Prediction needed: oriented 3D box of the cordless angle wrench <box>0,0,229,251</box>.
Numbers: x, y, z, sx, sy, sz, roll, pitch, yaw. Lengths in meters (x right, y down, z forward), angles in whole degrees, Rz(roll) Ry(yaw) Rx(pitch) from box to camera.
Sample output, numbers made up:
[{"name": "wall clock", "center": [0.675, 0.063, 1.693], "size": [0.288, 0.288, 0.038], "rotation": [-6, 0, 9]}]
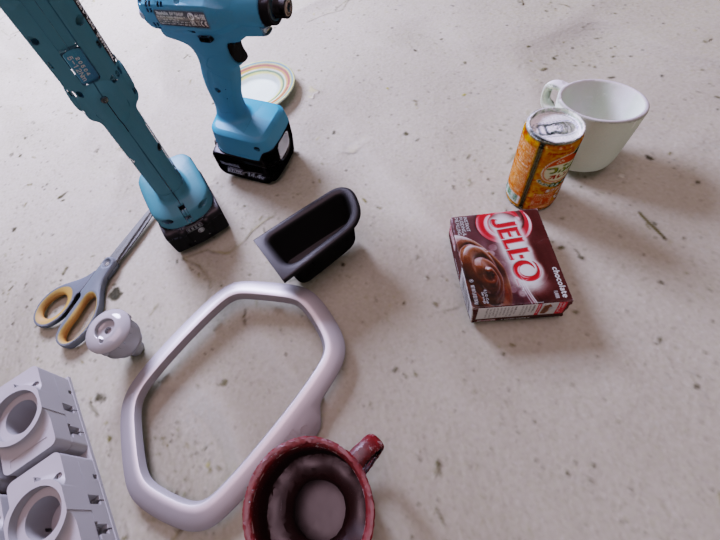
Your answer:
[{"name": "cordless angle wrench", "center": [-0.237, -0.168, 0.385], "size": [0.074, 0.406, 0.103], "rotation": [-29, 60, -11]}]

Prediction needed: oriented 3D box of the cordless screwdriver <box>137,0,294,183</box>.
[{"name": "cordless screwdriver", "center": [-0.130, -0.207, 0.488], "size": [0.164, 0.239, 0.075], "rotation": [15, 62, 17]}]

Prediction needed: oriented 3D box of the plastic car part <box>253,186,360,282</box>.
[{"name": "plastic car part", "center": [-0.045, -0.030, 0.462], "size": [0.115, 0.068, 0.069], "rotation": [-34, 60, -11]}]

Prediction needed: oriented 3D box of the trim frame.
[{"name": "trim frame", "center": [-0.126, 0.115, 0.414], "size": [0.193, 0.026, 0.247], "rotation": [31, 69, 26]}]
